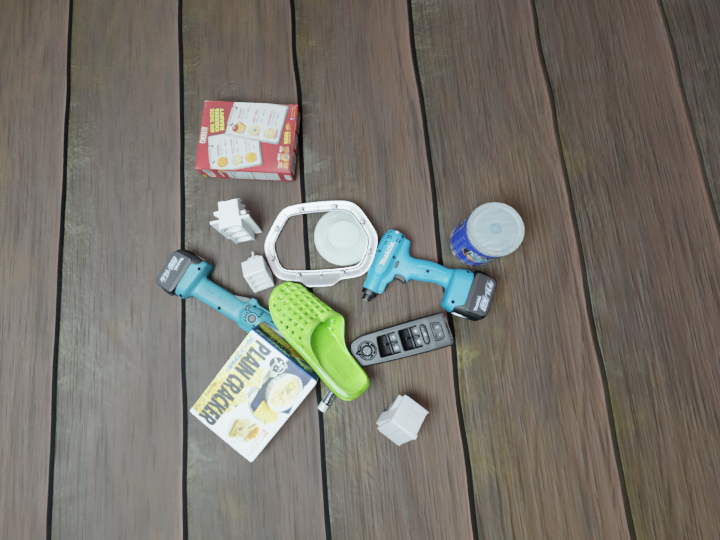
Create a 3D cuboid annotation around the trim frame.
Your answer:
[{"bbox_3d":[-0.089,-0.058,0.906,0.253,0.027,0.185,-3,83,11],"label":"trim frame"}]

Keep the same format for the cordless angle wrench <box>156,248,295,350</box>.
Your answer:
[{"bbox_3d":[-0.223,0.098,0.885,0.428,0.073,0.098,30,83,6],"label":"cordless angle wrench"}]

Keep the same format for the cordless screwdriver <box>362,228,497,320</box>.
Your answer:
[{"bbox_3d":[0.134,0.033,0.870,0.254,0.072,0.159,25,83,11],"label":"cordless screwdriver"}]

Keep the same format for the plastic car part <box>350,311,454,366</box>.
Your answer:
[{"bbox_3d":[0.075,0.140,0.854,0.204,0.066,0.066,-17,89,5],"label":"plastic car part"}]
